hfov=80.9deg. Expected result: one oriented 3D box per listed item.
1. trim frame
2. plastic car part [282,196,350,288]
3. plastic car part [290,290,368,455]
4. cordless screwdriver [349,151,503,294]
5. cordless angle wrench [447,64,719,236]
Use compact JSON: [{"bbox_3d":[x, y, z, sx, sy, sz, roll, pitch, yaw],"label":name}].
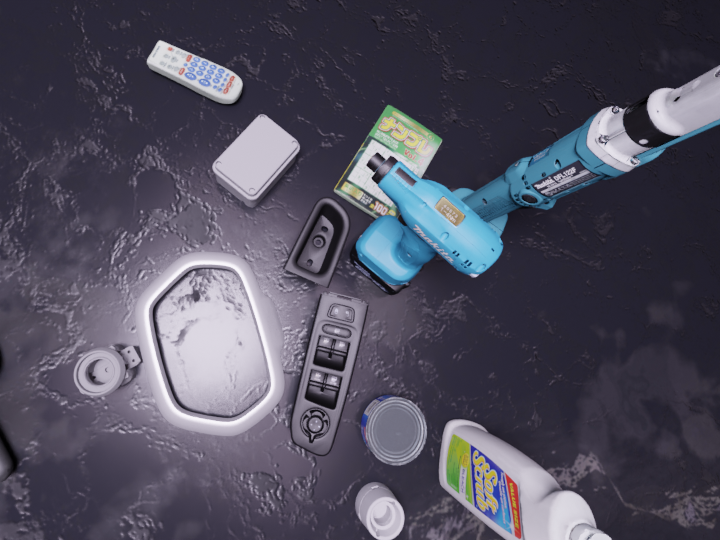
[{"bbox_3d":[-0.196,0.095,0.569,0.181,0.027,0.251,-18,82,-13],"label":"trim frame"},{"bbox_3d":[-0.058,-0.038,0.597,0.065,0.071,0.117,24,76,-8],"label":"plastic car part"},{"bbox_3d":[-0.048,0.134,0.566,0.065,0.067,0.205,15,77,-9],"label":"plastic car part"},{"bbox_3d":[0.045,-0.048,0.525,0.159,0.251,0.074,42,74,-4],"label":"cordless screwdriver"},{"bbox_3d":[0.199,-0.099,0.471,0.097,0.427,0.074,33,75,-8],"label":"cordless angle wrench"}]
